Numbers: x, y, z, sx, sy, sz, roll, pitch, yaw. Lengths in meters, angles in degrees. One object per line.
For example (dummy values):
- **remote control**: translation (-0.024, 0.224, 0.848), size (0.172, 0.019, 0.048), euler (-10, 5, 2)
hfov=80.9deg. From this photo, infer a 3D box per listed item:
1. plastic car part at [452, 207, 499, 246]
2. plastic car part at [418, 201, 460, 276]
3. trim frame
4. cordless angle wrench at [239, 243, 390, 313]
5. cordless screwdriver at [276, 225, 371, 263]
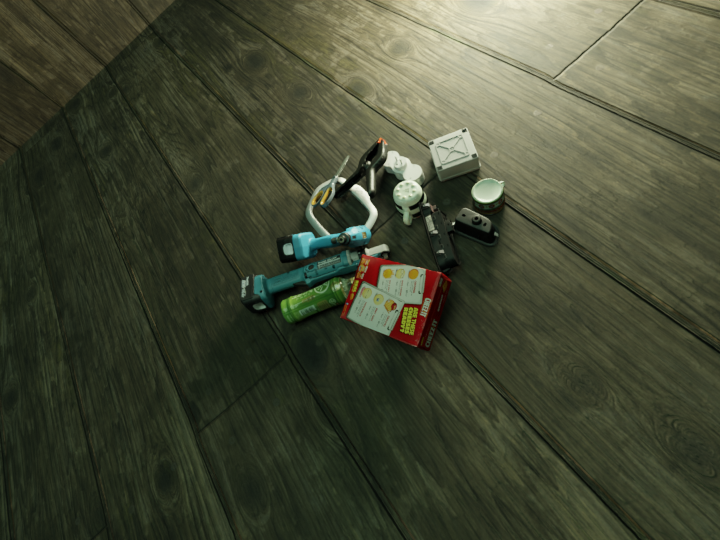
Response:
- **plastic car part**: translation (0.275, -0.111, 1.013), size (0.123, 0.067, 0.066), euler (32, 83, 36)
- **plastic car part**: translation (0.199, -0.080, 1.032), size (0.069, 0.062, 0.209), euler (-19, 61, 24)
- **trim frame**: translation (-0.058, -0.174, 1.227), size (0.184, 0.026, 0.262), euler (-43, 54, 2)
- **cordless angle wrench**: translation (-0.125, 0.008, 1.145), size (0.430, 0.070, 0.102), euler (-18, 50, 13)
- **cordless screwdriver**: translation (-0.109, -0.071, 1.112), size (0.257, 0.154, 0.074), euler (-8, 95, 25)
